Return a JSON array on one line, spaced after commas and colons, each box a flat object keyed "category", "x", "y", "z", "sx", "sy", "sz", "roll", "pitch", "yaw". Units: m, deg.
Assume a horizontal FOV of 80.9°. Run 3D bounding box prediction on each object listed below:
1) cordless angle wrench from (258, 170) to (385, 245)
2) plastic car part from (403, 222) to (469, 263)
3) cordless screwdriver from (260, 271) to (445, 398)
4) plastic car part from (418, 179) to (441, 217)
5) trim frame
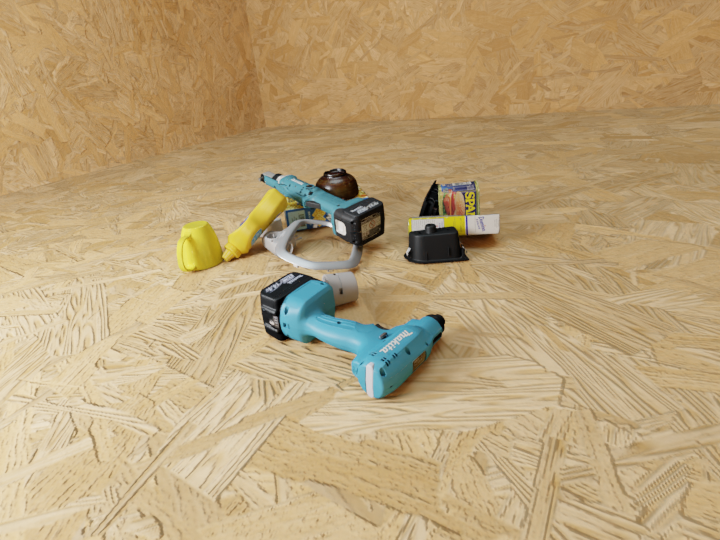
[{"category": "cordless angle wrench", "x": -0.119, "y": -0.176, "z": 1.008, "sx": 0.096, "sy": 0.072, "sz": 0.448, "roll": -28, "pitch": 39, "yaw": -29}, {"category": "plastic car part", "x": 0.144, "y": -0.056, "z": 0.816, "sx": 0.117, "sy": 0.069, "sz": 0.067, "roll": -3, "pitch": 22, "yaw": 3}, {"category": "cordless screwdriver", "x": -0.017, "y": 0.070, "z": 0.601, "sx": 0.263, "sy": 0.072, "sz": 0.155, "roll": 20, "pitch": 36, "yaw": 38}, {"category": "plastic car part", "x": 0.192, "y": -0.180, "z": 1.071, "sx": 0.068, "sy": 0.065, "sz": 0.203, "roll": 9, "pitch": 28, "yaw": 10}, {"category": "trim frame", "x": -0.086, "y": -0.057, "z": 0.884, "sx": 0.185, "sy": 0.027, "sz": 0.252, "roll": 11, "pitch": 28, "yaw": 0}]
